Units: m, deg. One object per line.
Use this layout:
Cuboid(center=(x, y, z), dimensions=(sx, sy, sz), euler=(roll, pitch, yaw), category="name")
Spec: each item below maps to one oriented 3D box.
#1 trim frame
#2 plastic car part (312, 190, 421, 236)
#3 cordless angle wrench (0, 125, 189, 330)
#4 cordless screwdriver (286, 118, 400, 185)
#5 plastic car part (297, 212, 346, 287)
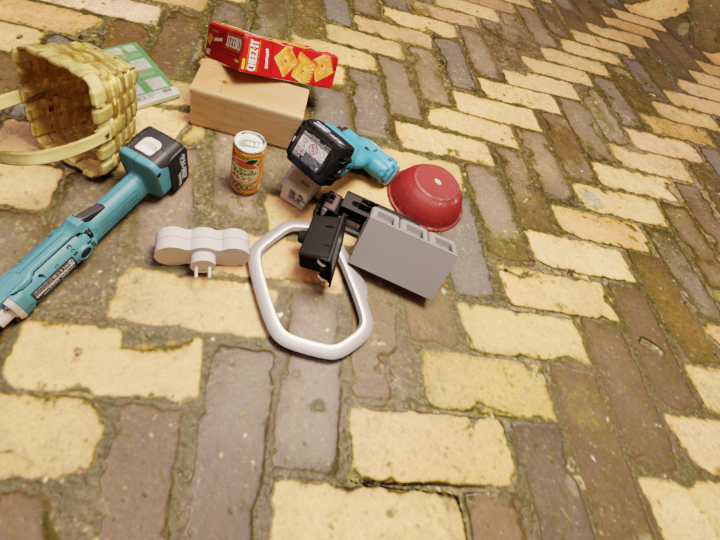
Cuboid(center=(-0.076, 0.022, 0.667), dimensions=(0.179, 0.027, 0.259), euler=(-12, 59, -22), category="trim frame")
Cuboid(center=(0.023, -0.092, 0.753), dimensions=(0.203, 0.067, 0.067), euler=(26, 47, -1), category="plastic car part")
Cuboid(center=(-0.400, -0.040, 0.585), dimensions=(0.075, 0.097, 0.423), euler=(29, 58, 0), category="cordless angle wrench")
Cuboid(center=(-0.038, -0.221, 0.762), dimensions=(0.165, 0.074, 0.240), euler=(43, 27, 16), category="cordless screwdriver")
Cuboid(center=(-0.066, -0.043, 0.670), dimensions=(0.072, 0.064, 0.119), euler=(8, 51, 4), category="plastic car part")
